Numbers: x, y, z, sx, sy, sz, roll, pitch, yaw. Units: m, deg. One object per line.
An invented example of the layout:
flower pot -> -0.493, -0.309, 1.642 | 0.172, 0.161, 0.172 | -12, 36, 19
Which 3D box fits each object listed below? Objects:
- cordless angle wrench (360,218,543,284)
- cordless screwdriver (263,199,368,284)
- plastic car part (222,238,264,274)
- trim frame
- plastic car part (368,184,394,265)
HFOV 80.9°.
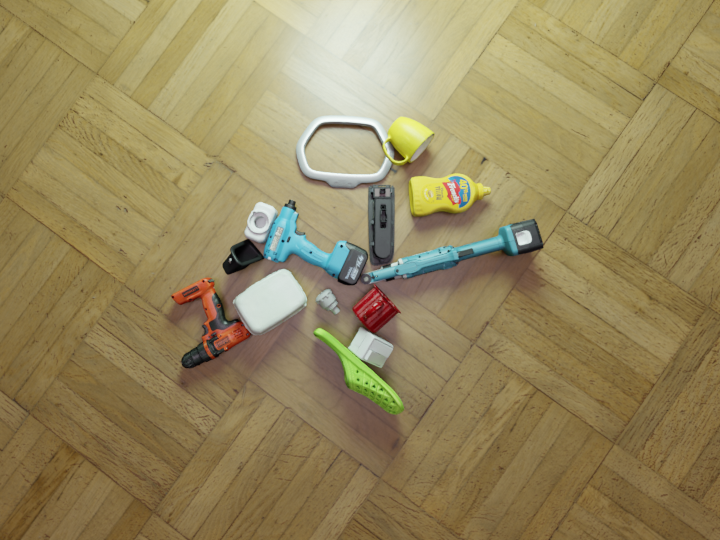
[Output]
cordless angle wrench -> 0.205, -0.031, 1.017 | 0.426, 0.097, 0.075 | -15, 89, 5
cordless screwdriver -> -0.101, -0.066, 1.035 | 0.252, 0.073, 0.159 | 20, 87, 7
plastic car part -> -0.297, -0.024, 1.027 | 0.071, 0.115, 0.066 | -42, 90, 22
trim frame -> -0.040, -0.301, 1.070 | 0.249, 0.027, 0.185 | 3, 86, 1
plastic car part -> 0.056, -0.113, 1.039 | 0.066, 0.068, 0.203 | 1, 89, -8
